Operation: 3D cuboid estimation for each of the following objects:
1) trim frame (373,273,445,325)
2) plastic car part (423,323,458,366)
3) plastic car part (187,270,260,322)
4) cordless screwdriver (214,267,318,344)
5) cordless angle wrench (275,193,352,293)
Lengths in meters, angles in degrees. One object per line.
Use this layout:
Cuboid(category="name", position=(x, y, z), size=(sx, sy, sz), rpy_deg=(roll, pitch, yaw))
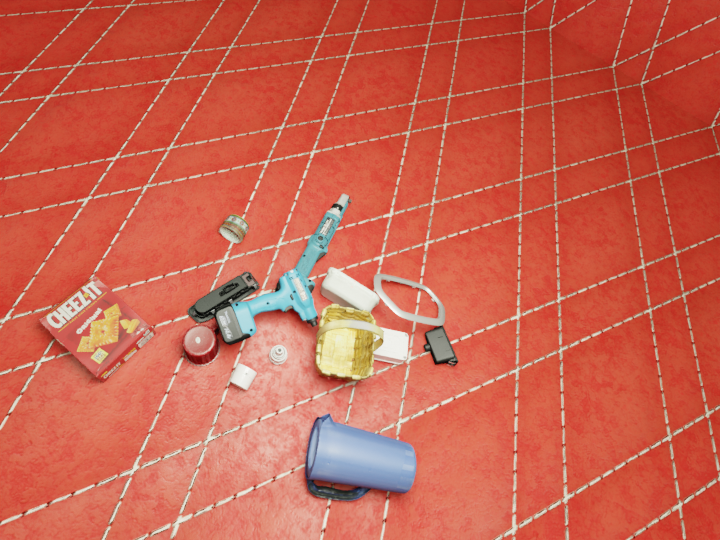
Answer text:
Cuboid(category="trim frame", position=(0.141, 0.079, 1.198), size=(0.238, 0.027, 0.192), rpy_deg=(12, 37, -27))
Cuboid(category="plastic car part", position=(0.215, 0.213, 1.176), size=(0.070, 0.064, 0.121), rpy_deg=(-19, 64, -6))
Cuboid(category="plastic car part", position=(-0.370, 0.069, 1.149), size=(0.200, 0.067, 0.067), rpy_deg=(-35, 82, -22))
Cuboid(category="cordless screwdriver", position=(-0.233, 0.114, 1.067), size=(0.244, 0.076, 0.159), rpy_deg=(-26, 91, -19))
Cuboid(category="cordless angle wrench", position=(-0.124, -0.081, 1.268), size=(0.098, 0.074, 0.425), rpy_deg=(24, 58, 0))
